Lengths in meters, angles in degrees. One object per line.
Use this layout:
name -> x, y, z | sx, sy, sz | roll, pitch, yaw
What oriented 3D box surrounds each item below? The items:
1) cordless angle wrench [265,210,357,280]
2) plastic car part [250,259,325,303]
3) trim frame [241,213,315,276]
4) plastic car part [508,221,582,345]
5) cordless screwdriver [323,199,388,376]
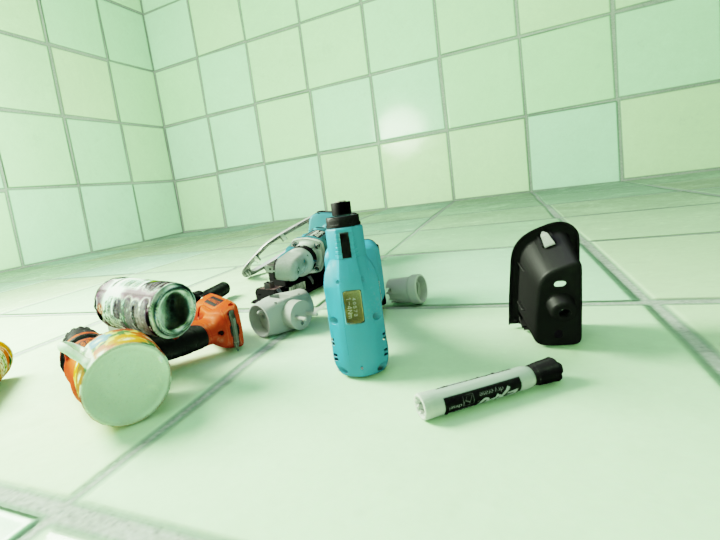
cordless angle wrench -> -0.069, -0.045, 0.706 | 0.099, 0.073, 0.422 | 4, 13, 5
plastic car part -> -0.106, 0.009, 0.757 | 0.069, 0.067, 0.195 | -10, 5, 37
trim frame -> -0.164, -0.057, 0.956 | 0.244, 0.028, 0.185 | -37, -4, -32
plastic car part -> 0.176, 0.023, 0.387 | 0.067, 0.112, 0.072 | -6, 33, 12
cordless screwdriver -> -0.009, -0.001, 0.488 | 0.075, 0.158, 0.250 | -8, 8, 1
